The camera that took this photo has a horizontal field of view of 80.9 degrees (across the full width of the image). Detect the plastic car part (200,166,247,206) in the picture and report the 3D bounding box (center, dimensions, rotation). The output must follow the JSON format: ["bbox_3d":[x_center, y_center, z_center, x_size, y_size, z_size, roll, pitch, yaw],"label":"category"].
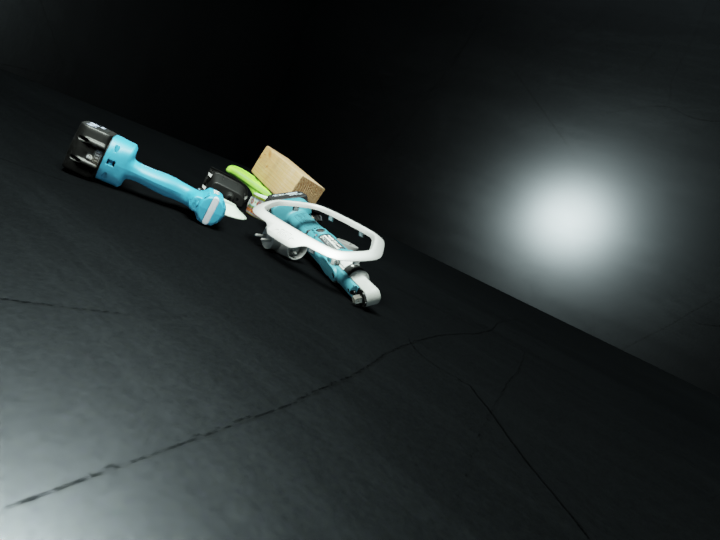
[{"bbox_3d":[-0.331,-0.195,1.045,0.112,0.066,0.074,25,23,-22],"label":"plastic car part"}]

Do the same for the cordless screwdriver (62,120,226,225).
[{"bbox_3d":[-0.346,-0.157,0.710,0.239,0.074,0.166,26,7,-22],"label":"cordless screwdriver"}]

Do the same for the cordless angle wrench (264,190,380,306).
[{"bbox_3d":[-0.076,-0.050,0.779,0.095,0.072,0.446,-12,30,-23],"label":"cordless angle wrench"}]

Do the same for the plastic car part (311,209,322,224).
[{"bbox_3d":[-0.155,-0.118,1.059,0.069,0.067,0.194,56,19,19],"label":"plastic car part"}]

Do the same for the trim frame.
[{"bbox_3d":[-0.071,-0.071,0.718,0.262,0.027,0.177,31,29,30],"label":"trim frame"}]
